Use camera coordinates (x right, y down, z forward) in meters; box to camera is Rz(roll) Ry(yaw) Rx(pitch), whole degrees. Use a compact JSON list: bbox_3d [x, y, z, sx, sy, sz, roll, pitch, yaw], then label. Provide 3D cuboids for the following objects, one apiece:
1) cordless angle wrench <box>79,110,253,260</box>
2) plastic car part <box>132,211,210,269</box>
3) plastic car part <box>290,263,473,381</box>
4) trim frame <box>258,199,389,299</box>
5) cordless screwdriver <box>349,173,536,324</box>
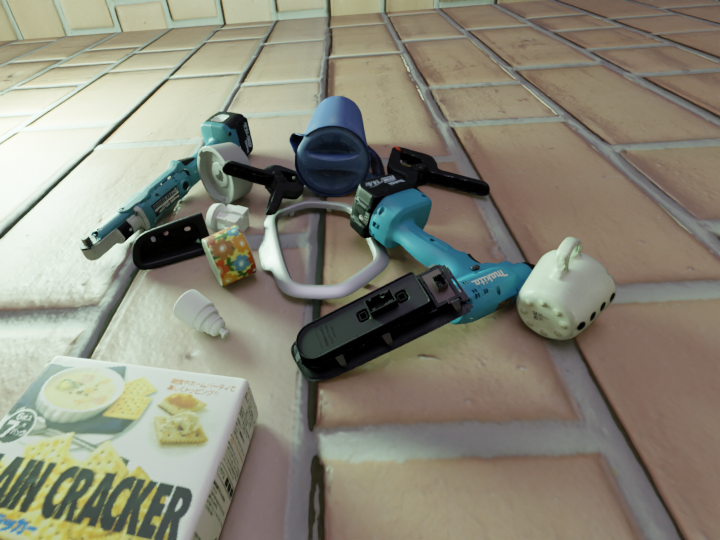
[{"bbox_3d":[-0.343,-0.163,0.780,0.077,0.094,0.424,12,47,17],"label":"cordless angle wrench"},{"bbox_3d":[-0.296,-0.051,0.661,0.115,0.064,0.074,-19,27,-12],"label":"plastic car part"},{"bbox_3d":[0.013,0.055,0.454,0.204,0.064,0.069,-29,63,6],"label":"plastic car part"},{"bbox_3d":[-0.063,-0.041,0.643,0.182,0.026,0.261,-13,42,-10],"label":"trim frame"},{"bbox_3d":[0.108,-0.042,0.580,0.154,0.073,0.262,-18,48,-31],"label":"cordless screwdriver"}]
